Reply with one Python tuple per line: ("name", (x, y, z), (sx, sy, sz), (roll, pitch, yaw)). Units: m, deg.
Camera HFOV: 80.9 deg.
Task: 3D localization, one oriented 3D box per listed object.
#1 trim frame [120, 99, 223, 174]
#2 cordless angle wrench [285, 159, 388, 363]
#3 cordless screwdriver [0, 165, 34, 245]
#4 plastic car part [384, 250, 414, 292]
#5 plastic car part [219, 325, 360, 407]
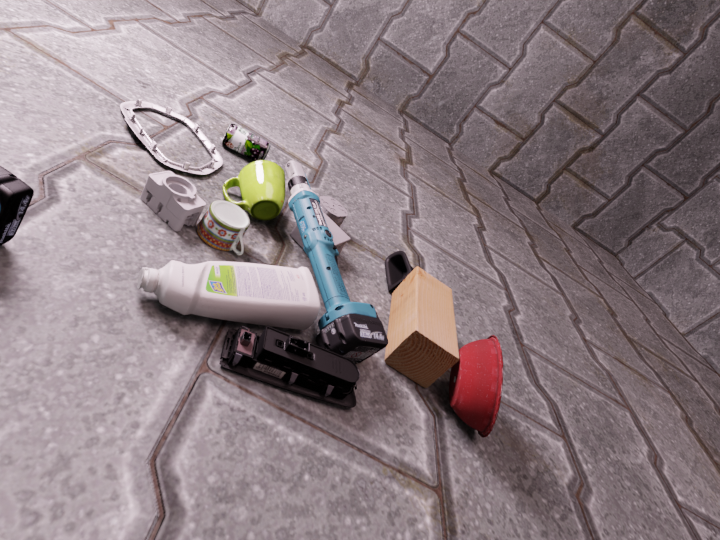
("trim frame", (-0.387, -0.279, 0.870), (0.177, 0.027, 0.258), (-12, 55, -51))
("cordless angle wrench", (-0.073, -0.048, 0.746), (0.092, 0.075, 0.441), (19, 40, -46))
("cordless screwdriver", (-0.427, -0.023, 0.376), (0.073, 0.159, 0.253), (35, 14, -14))
("plastic car part", (0.098, 0.012, 0.930), (0.068, 0.067, 0.119), (43, 22, -23))
("plastic car part", (-0.082, 0.123, 0.574), (0.196, 0.067, 0.068), (29, 23, -19))
